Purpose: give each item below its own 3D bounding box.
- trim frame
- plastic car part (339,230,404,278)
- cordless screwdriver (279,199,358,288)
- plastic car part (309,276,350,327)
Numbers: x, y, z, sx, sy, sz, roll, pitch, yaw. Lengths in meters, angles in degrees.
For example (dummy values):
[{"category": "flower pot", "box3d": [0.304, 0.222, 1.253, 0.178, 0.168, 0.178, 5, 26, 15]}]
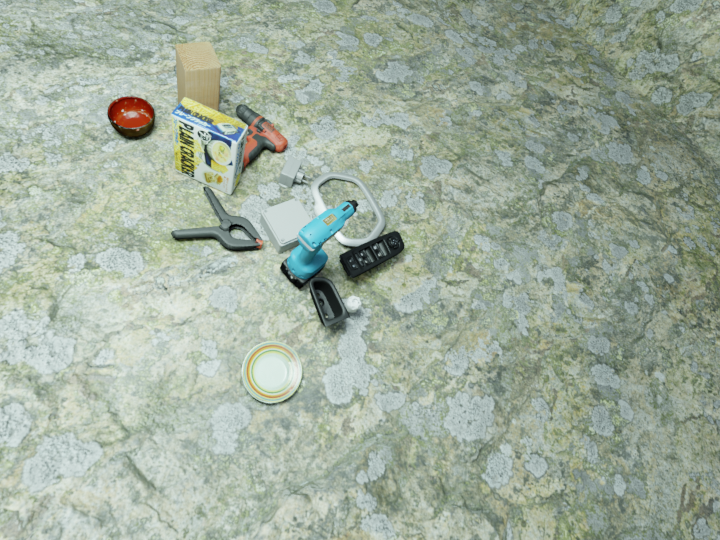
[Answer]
[{"category": "trim frame", "box3d": [-0.037, -0.173, 1.164, 0.179, 0.027, 0.256, -20, 71, -24]}, {"category": "plastic car part", "box3d": [0.030, -0.039, 1.091, 0.198, 0.067, 0.068, -28, 76, -27]}, {"category": "cordless screwdriver", "box3d": [-0.094, -0.062, 0.962, 0.075, 0.249, 0.157, 46, 60, 4]}, {"category": "plastic car part", "box3d": [-0.085, 0.076, 0.996, 0.064, 0.071, 0.120, -18, 71, -25]}]
